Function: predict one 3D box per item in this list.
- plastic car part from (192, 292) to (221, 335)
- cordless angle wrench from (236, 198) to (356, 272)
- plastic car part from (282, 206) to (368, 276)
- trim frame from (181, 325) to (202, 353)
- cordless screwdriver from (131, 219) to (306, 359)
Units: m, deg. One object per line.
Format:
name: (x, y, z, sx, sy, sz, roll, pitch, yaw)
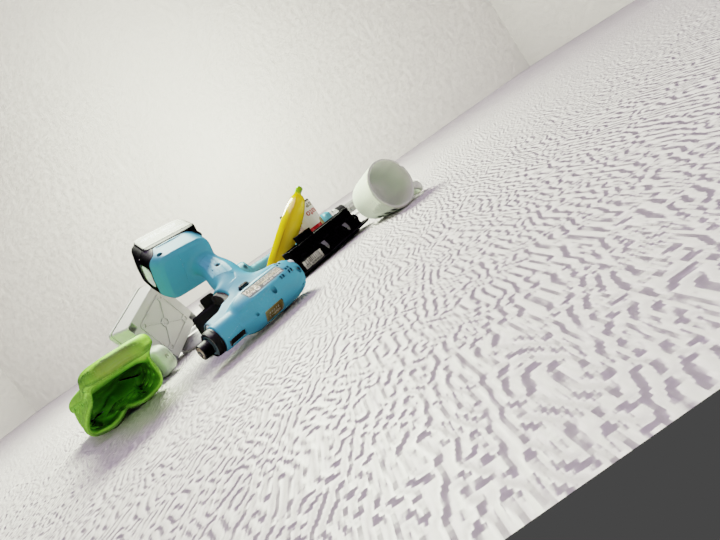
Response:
plastic car part: (-0.199, 0.063, 0.608, 0.067, 0.070, 0.116, -35, 6, 14)
cordless angle wrench: (-0.151, -0.068, 1.018, 0.416, 0.073, 0.101, -38, 10, -26)
plastic car part: (-0.070, -0.046, 0.719, 0.199, 0.067, 0.067, -38, 2, -30)
trim frame: (-0.278, 0.097, 0.809, 0.250, 0.027, 0.185, -31, 10, 9)
cordless screwdriver: (-0.211, 0.018, 0.555, 0.262, 0.072, 0.157, 18, 43, 31)
